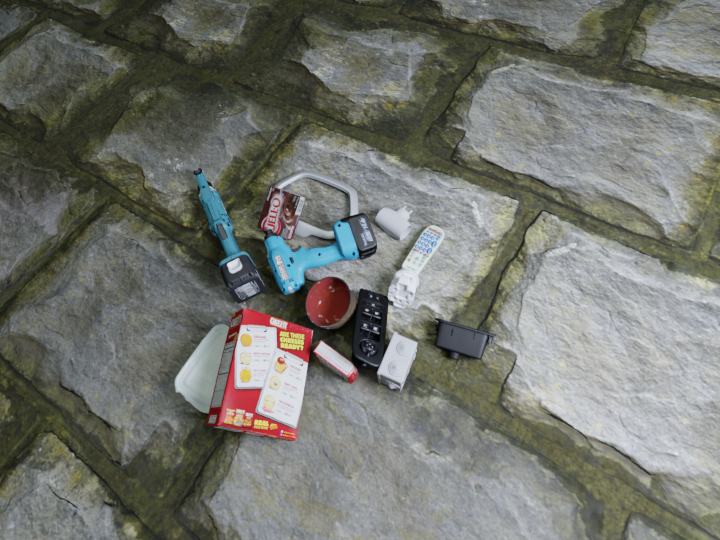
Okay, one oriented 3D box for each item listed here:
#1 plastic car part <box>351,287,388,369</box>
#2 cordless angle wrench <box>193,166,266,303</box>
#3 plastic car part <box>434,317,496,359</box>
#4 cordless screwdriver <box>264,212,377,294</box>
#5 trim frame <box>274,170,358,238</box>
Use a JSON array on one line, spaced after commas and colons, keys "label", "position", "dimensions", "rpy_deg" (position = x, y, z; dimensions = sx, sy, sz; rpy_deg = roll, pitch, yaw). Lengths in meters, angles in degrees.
[{"label": "plastic car part", "position": [0.012, 0.121, 0.852], "dimensions": [0.065, 0.067, 0.207], "rpy_deg": [24, 31, -10]}, {"label": "cordless angle wrench", "position": [-0.349, -0.113, 1.055], "dimensions": [0.074, 0.094, 0.444], "rpy_deg": [-27, 58, -8]}, {"label": "plastic car part", "position": [0.201, 0.144, 0.844], "dimensions": [0.120, 0.063, 0.071], "rpy_deg": [12, 79, 17]}, {"label": "cordless screwdriver", "position": [-0.096, -0.062, 0.977], "dimensions": [0.248, 0.072, 0.163], "rpy_deg": [-23, 74, -1]}, {"label": "trim frame", "position": [-0.121, -0.169, 1.077], "dimensions": [0.257, 0.026, 0.184], "rpy_deg": [24, 67, 18]}]
